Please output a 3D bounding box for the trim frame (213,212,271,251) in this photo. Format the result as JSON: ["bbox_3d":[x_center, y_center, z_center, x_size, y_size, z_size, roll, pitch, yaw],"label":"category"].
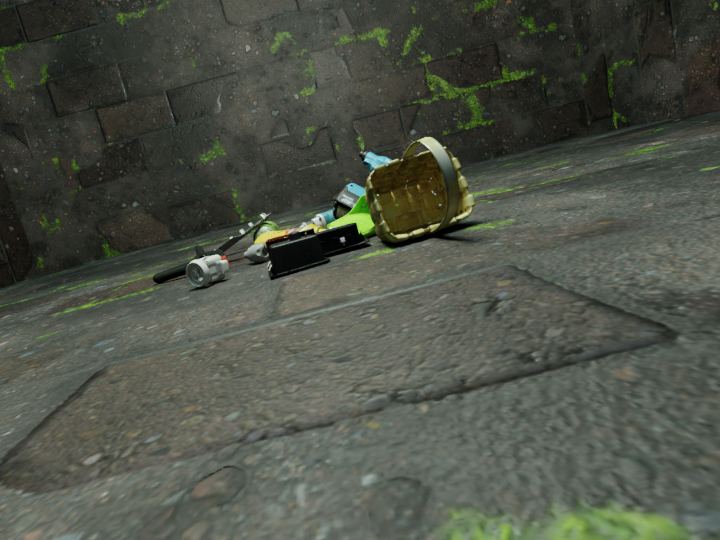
[{"bbox_3d":[-0.353,-0.092,1.196,0.250,0.027,0.187,-33,15,10],"label":"trim frame"}]

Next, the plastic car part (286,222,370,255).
[{"bbox_3d":[-0.084,-0.055,0.855,0.203,0.067,0.066,-11,3,1],"label":"plastic car part"}]

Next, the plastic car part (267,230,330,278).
[{"bbox_3d":[-0.122,-0.035,0.784,0.115,0.070,0.068,-19,13,-10],"label":"plastic car part"}]

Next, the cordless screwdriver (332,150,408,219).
[{"bbox_3d":[0.011,-0.229,1.135,0.246,0.164,0.073,-48,-18,-32],"label":"cordless screwdriver"}]

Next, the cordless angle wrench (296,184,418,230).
[{"bbox_3d":[-0.018,-0.163,1.178,0.413,0.096,0.078,-24,16,-23],"label":"cordless angle wrench"}]
